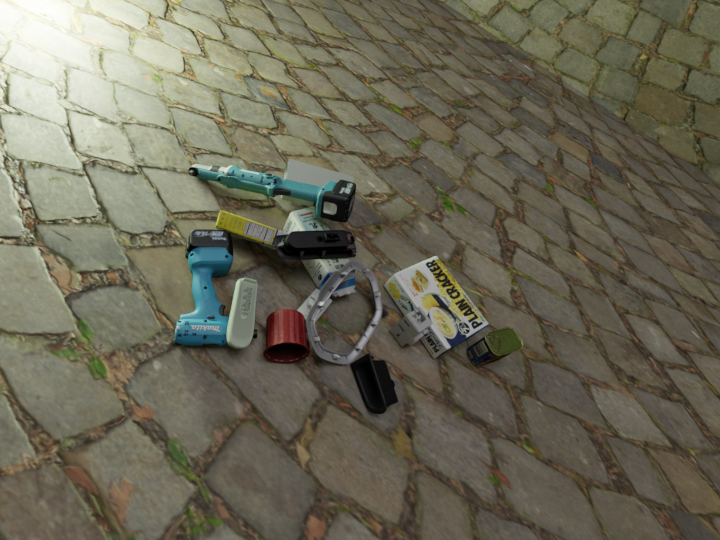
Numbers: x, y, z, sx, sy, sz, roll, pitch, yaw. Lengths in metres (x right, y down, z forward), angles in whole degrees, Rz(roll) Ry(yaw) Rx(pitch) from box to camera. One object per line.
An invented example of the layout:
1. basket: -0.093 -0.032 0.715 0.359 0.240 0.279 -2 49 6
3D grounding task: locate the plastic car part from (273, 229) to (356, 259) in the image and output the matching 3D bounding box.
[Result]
1. plastic car part: -0.092 -0.060 0.943 0.196 0.068 0.067 -5 77 -26

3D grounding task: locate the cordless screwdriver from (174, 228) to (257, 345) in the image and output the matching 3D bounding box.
1. cordless screwdriver: -0.298 0.036 0.889 0.154 0.074 0.257 4 58 -20

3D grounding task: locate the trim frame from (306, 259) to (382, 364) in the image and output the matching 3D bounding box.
1. trim frame: -0.027 0.089 0.931 0.178 0.029 0.247 53 53 -20

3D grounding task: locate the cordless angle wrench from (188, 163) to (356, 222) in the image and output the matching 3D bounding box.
1. cordless angle wrench: -0.226 -0.210 1.045 0.431 0.072 0.098 14 35 10

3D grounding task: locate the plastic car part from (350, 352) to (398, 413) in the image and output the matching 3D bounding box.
1. plastic car part: 0.039 0.236 0.887 0.067 0.067 0.121 -1 59 -42
